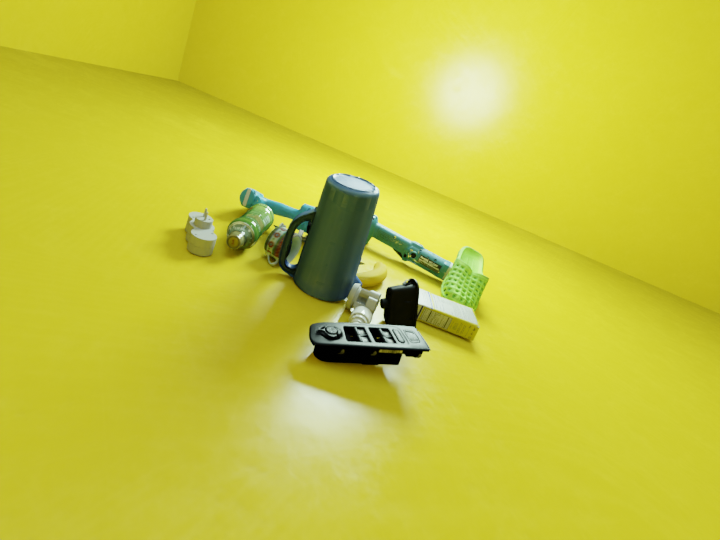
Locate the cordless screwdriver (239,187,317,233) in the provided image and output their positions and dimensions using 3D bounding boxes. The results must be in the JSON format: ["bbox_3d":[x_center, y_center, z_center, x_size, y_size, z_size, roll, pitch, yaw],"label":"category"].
[{"bbox_3d":[-0.194,-0.156,1.147,0.253,0.074,0.157,20,2,7],"label":"cordless screwdriver"}]

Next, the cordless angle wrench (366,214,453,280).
[{"bbox_3d":[0.157,-0.050,1.239,0.434,0.097,0.073,30,25,13],"label":"cordless angle wrench"}]

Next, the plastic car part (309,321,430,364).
[{"bbox_3d":[0.006,0.122,0.698,0.197,0.066,0.069,10,31,-18],"label":"plastic car part"}]

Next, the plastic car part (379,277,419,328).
[{"bbox_3d":[0.075,0.070,0.852,0.070,0.113,0.069,-7,28,-11],"label":"plastic car part"}]

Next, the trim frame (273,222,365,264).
[{"bbox_3d":[-0.102,-0.067,1.045,0.253,0.027,0.181,21,-2,7],"label":"trim frame"}]
